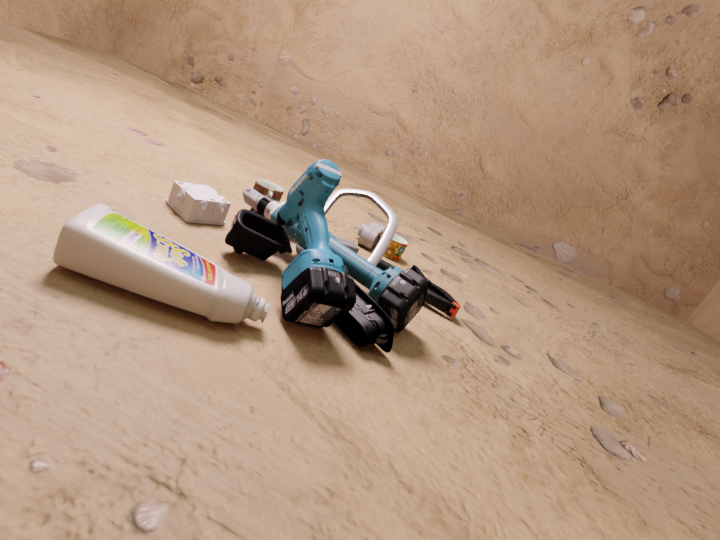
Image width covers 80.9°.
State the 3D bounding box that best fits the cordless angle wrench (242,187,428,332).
[{"bbox_3d":[-0.076,-0.050,0.781,0.443,0.094,0.073,35,61,26],"label":"cordless angle wrench"}]

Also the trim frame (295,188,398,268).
[{"bbox_3d":[-0.028,-0.084,0.872,0.189,0.027,0.249,21,56,13],"label":"trim frame"}]

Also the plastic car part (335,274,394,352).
[{"bbox_3d":[-0.028,0.050,0.657,0.064,0.065,0.215,-9,36,-42],"label":"plastic car part"}]

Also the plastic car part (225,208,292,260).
[{"bbox_3d":[-0.185,-0.054,0.728,0.110,0.072,0.069,22,34,-44],"label":"plastic car part"}]

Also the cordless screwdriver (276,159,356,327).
[{"bbox_3d":[-0.085,-0.036,0.653,0.071,0.162,0.257,17,53,-33],"label":"cordless screwdriver"}]
